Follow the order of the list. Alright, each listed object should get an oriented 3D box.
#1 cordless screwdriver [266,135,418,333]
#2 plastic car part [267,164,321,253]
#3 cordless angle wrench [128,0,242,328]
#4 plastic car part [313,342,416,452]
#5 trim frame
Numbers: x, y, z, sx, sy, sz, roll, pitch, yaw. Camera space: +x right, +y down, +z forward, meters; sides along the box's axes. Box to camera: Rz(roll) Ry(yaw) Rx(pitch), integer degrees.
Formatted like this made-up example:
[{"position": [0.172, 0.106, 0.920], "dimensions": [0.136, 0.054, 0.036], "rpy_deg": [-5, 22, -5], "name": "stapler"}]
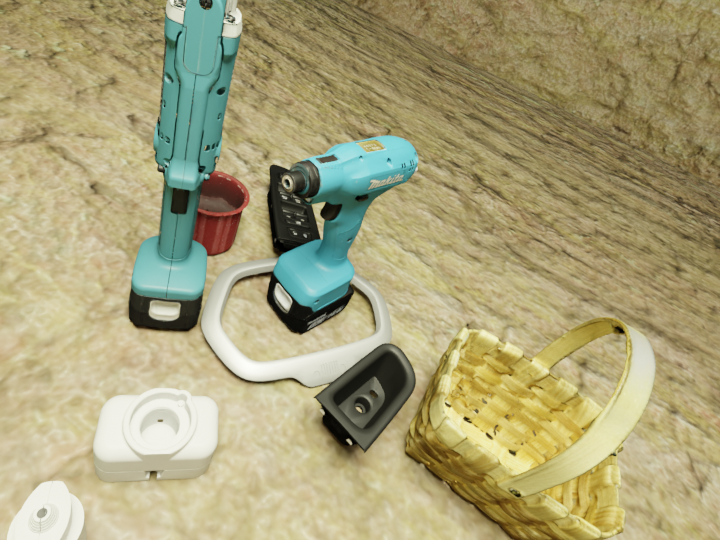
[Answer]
[{"position": [-0.045, -0.029, 0.460], "dimensions": [0.154, 0.247, 0.077], "rpy_deg": [-23, 62, -43], "name": "cordless screwdriver"}, {"position": [-0.107, -0.086, 0.632], "dimensions": [0.064, 0.066, 0.212], "rpy_deg": [7, 43, -22], "name": "plastic car part"}, {"position": [-0.147, -0.107, 0.361], "dimensions": [0.072, 0.420, 0.102], "rpy_deg": [9, 44, -22], "name": "cordless angle wrench"}, {"position": [0.005, 0.136, 0.441], "dimensions": [0.068, 0.070, 0.113], "rpy_deg": [42, 43, 17], "name": "plastic car part"}, {"position": [-0.073, 0.053, 0.528], "dimensions": [0.239, 0.027, 0.193], "rpy_deg": [-8, 49, -32], "name": "trim frame"}]
